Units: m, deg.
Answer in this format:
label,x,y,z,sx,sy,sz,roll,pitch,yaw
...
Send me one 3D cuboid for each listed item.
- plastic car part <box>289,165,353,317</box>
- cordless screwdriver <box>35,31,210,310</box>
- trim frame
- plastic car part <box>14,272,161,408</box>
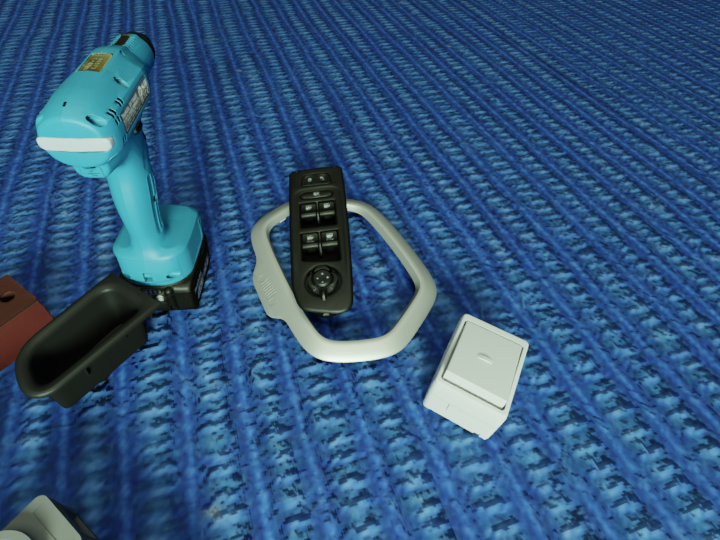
label,x,y,z,sx,sy,sz,roll,pitch,yaw
plastic car part,-0.047,-0.030,0.476,0.066,0.065,0.210,-3,49,-6
cordless screwdriver,-0.201,-0.082,0.401,0.074,0.242,0.164,1,50,-6
trim frame,-0.029,-0.005,0.480,0.180,0.027,0.261,-20,53,-18
plastic car part,-0.241,0.071,0.382,0.068,0.069,0.116,25,53,16
